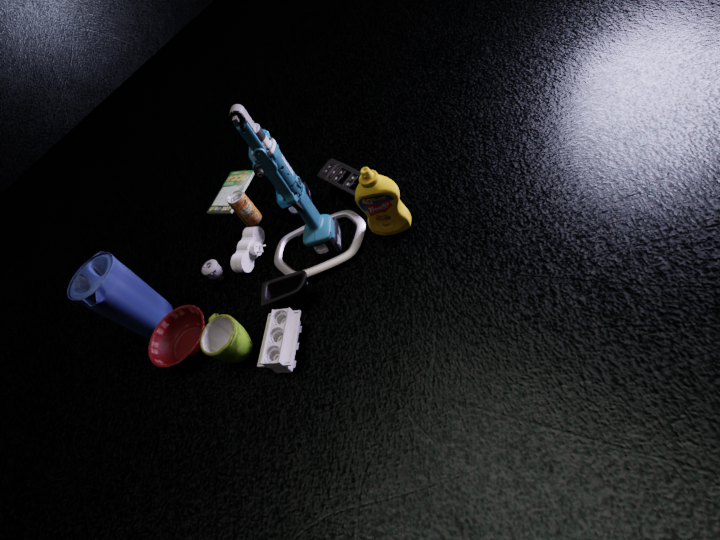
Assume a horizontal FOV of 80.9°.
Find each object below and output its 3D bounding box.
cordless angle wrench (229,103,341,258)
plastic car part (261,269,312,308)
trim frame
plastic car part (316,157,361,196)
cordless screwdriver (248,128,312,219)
[{"bbox_3d":[-0.154,-0.180,0.905,0.076,0.400,0.101,-15,50,16],"label":"cordless angle wrench"},{"bbox_3d":[-0.160,0.052,0.961,0.119,0.067,0.068,-18,49,15],"label":"plastic car part"},{"bbox_3d":[-0.102,-0.067,1.047,0.251,0.026,0.192,-25,48,10],"label":"trim frame"},{"bbox_3d":[-0.024,-0.222,1.097,0.066,0.063,0.215,-47,48,-11],"label":"plastic car part"},{"bbox_3d":[-0.205,-0.225,1.080,0.075,0.235,0.165,-21,49,11],"label":"cordless screwdriver"}]
